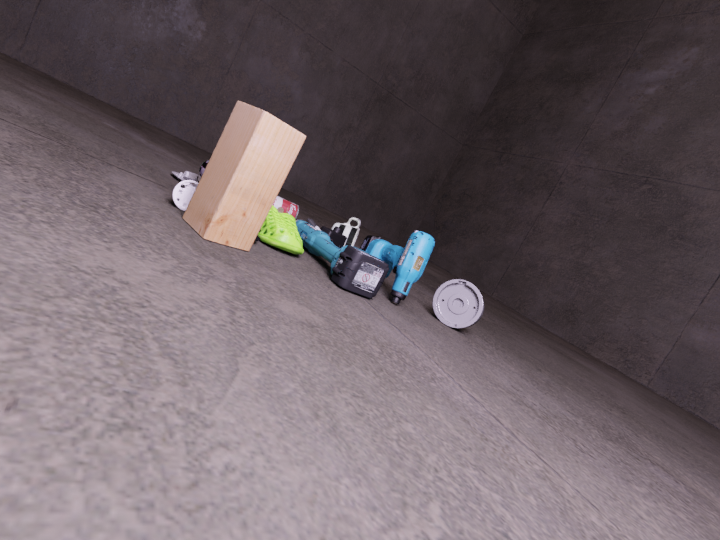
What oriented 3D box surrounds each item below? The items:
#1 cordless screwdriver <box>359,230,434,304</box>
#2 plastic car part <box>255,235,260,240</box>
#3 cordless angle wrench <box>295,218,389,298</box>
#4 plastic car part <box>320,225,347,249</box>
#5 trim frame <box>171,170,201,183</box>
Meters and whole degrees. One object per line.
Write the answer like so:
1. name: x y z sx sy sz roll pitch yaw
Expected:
1. cordless screwdriver: 0.063 -0.009 0.976 0.072 0.159 0.257 28 -8 -21
2. plastic car part: -0.230 -0.107 0.823 0.063 0.067 0.213 31 7 -33
3. cordless angle wrench: -0.093 -0.061 0.947 0.093 0.074 0.446 23 7 -34
4. plastic car part: -0.079 -0.086 1.141 0.069 0.071 0.111 34 13 32
5. trim frame: -0.386 -0.216 1.121 0.192 0.027 0.239 29 10 20
